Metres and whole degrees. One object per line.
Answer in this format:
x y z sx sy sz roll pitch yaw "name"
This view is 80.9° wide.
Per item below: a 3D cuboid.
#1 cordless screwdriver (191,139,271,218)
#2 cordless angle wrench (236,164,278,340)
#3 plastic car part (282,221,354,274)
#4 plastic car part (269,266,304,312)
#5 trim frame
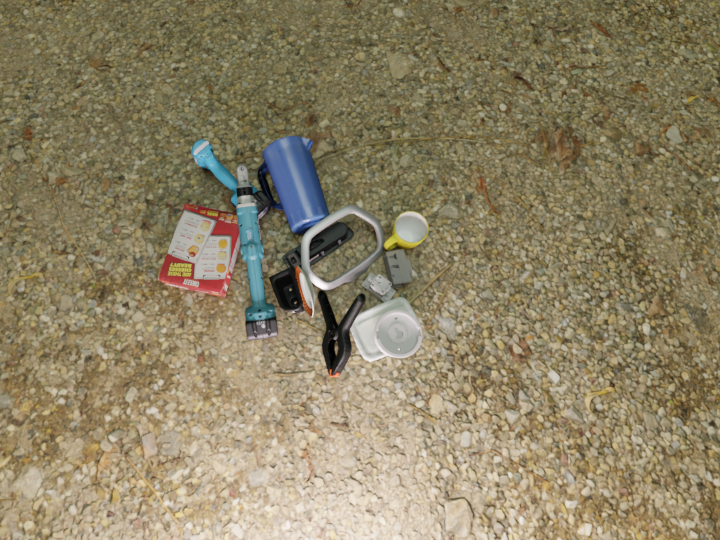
-0.353 -0.234 1.141 0.074 0.161 0.247 -45 95 -13 "cordless screwdriver"
-0.264 -0.050 1.029 0.073 0.099 0.424 -7 87 -11 "cordless angle wrench"
-0.109 -0.072 1.119 0.200 0.065 0.069 -33 71 -15 "plastic car part"
-0.175 0.062 1.063 0.066 0.068 0.121 -26 62 2 "plastic car part"
-0.045 -0.059 1.092 0.245 0.028 0.180 -36 102 -17 "trim frame"
